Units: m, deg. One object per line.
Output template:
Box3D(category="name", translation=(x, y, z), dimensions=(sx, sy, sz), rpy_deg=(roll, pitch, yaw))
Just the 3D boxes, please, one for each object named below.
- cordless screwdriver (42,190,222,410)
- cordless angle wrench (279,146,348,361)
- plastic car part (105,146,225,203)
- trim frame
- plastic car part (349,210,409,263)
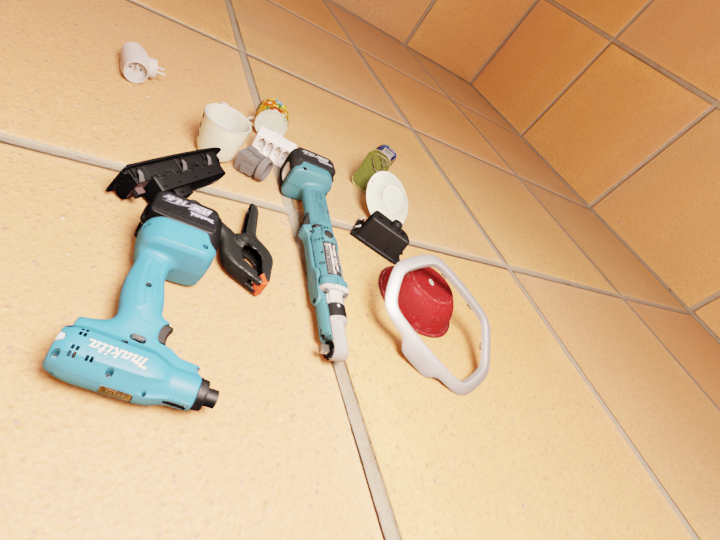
Box3D(category="cordless screwdriver", translation=(-0.212, 0.029, 0.478), dimensions=(0.154, 0.075, 0.256), rpy_deg=(24, 40, -20))
Box3D(category="cordless angle wrench", translation=(-0.068, -0.045, 0.698), dimensions=(0.093, 0.075, 0.440), rpy_deg=(16, 42, -30))
Box3D(category="plastic car part", translation=(-0.271, -0.143, 0.636), dimensions=(0.066, 0.067, 0.201), rpy_deg=(47, 33, -6))
Box3D(category="trim frame", translation=(0.132, 0.084, 0.695), dimensions=(0.244, 0.028, 0.182), rpy_deg=(49, 54, -11))
Box3D(category="plastic car part", translation=(0.049, -0.075, 0.835), dimensions=(0.116, 0.071, 0.066), rpy_deg=(34, 35, -2))
